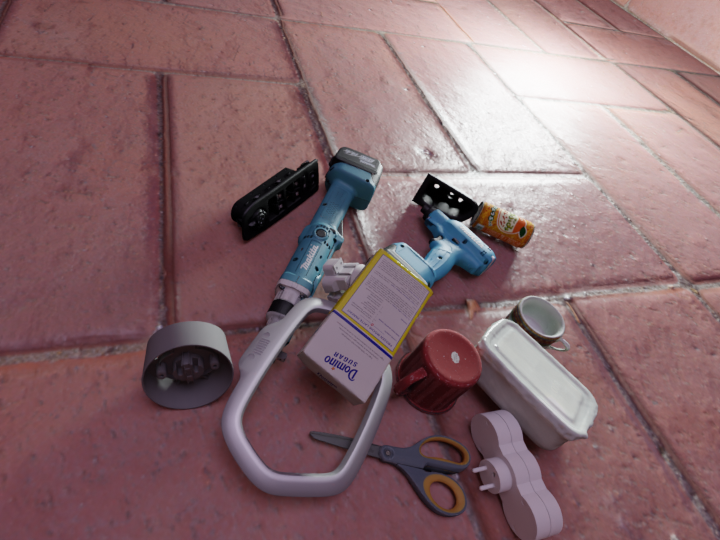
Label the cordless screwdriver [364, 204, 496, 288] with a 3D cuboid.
[{"bbox_3d":[0.099,-0.028,0.703,0.241,0.073,0.166,-25,62,-36],"label":"cordless screwdriver"}]

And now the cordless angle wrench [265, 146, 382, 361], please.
[{"bbox_3d":[-0.066,-0.043,0.670,0.098,0.073,0.427,21,51,0],"label":"cordless angle wrench"}]

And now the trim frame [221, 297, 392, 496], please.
[{"bbox_3d":[-0.056,0.140,0.508,0.184,0.028,0.248,35,51,-2],"label":"trim frame"}]

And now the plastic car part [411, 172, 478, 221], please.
[{"bbox_3d":[0.172,-0.147,0.836,0.117,0.065,0.071,29,34,2],"label":"plastic car part"}]

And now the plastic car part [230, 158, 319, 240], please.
[{"bbox_3d":[-0.147,-0.129,0.721,0.069,0.065,0.201,25,48,15],"label":"plastic car part"}]
